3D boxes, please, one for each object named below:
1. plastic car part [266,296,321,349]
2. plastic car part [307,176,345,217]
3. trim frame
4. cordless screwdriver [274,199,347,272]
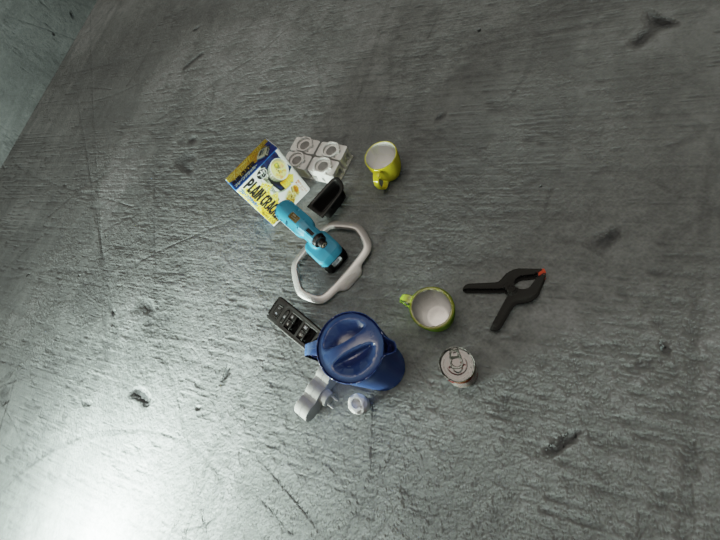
[{"bbox_3d":[-0.140,0.150,1.046,0.214,0.064,0.066,33,82,31],"label":"plastic car part"},{"bbox_3d":[-0.080,-0.192,1.174,0.069,0.067,0.116,39,86,30],"label":"plastic car part"},{"bbox_3d":[-0.081,-0.026,1.123,0.248,0.026,0.194,-49,58,-3],"label":"trim frame"},{"bbox_3d":[-0.100,-0.066,1.025,0.074,0.236,0.168,-47,60,-3],"label":"cordless screwdriver"}]
